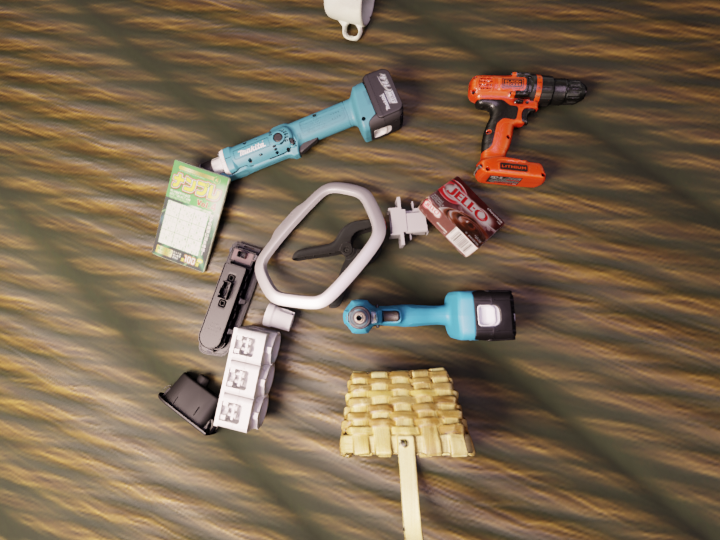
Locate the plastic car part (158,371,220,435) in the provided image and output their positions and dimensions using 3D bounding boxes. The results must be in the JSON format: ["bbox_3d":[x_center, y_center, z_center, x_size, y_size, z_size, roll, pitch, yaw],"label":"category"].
[{"bbox_3d":[-0.278,0.215,0.715,0.120,0.064,0.071,34,72,13],"label":"plastic car part"}]

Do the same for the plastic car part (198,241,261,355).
[{"bbox_3d":[-0.228,0.053,0.728,0.066,0.067,0.203,18,87,0],"label":"plastic car part"}]

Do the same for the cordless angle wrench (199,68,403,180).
[{"bbox_3d":[-0.138,-0.226,0.752,0.426,0.072,0.099,-20,81,7],"label":"cordless angle wrench"}]

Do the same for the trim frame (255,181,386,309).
[{"bbox_3d":[-0.069,-0.045,0.706,0.193,0.026,0.248,35,82,28],"label":"trim frame"}]

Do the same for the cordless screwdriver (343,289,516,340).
[{"bbox_3d":[0.098,0.068,0.630,0.251,0.157,0.075,-1,84,4],"label":"cordless screwdriver"}]
